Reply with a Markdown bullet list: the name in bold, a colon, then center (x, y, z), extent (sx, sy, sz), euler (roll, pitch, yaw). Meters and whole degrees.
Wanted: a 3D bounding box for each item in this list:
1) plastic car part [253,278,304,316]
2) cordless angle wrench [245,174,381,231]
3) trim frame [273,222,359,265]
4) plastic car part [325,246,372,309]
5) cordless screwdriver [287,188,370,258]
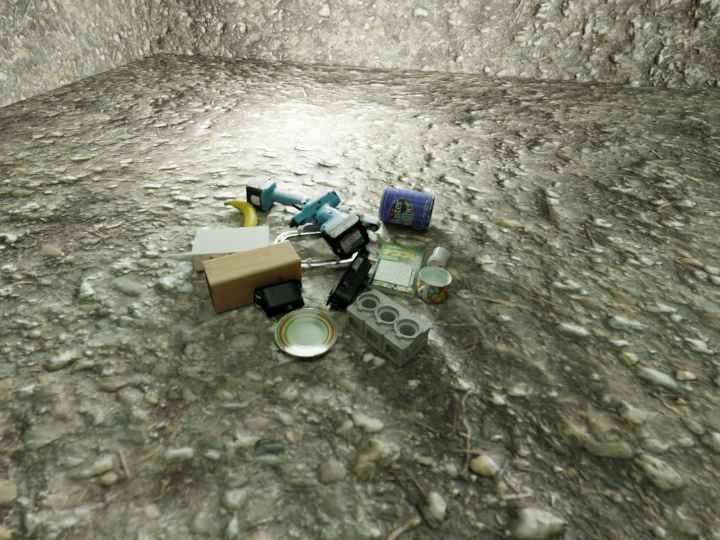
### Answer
- **plastic car part**: center (-0.173, 0.066, 0.939), extent (0.113, 0.065, 0.074), euler (-12, 55, -20)
- **cordless angle wrench**: center (-0.141, -0.187, 1.249), extent (0.438, 0.072, 0.097), euler (18, 41, 19)
- **trim frame**: center (-0.111, -0.072, 1.131), extent (0.247, 0.027, 0.192), euler (-7, 36, -6)
- **plastic car part**: center (-0.020, 0.024, 0.989), extent (0.068, 0.066, 0.201), euler (37, 44, 2)
- **cordless screwdriver**: center (-0.091, -0.117, 1.092), extent (0.159, 0.071, 0.262), euler (-34, 38, -3)
